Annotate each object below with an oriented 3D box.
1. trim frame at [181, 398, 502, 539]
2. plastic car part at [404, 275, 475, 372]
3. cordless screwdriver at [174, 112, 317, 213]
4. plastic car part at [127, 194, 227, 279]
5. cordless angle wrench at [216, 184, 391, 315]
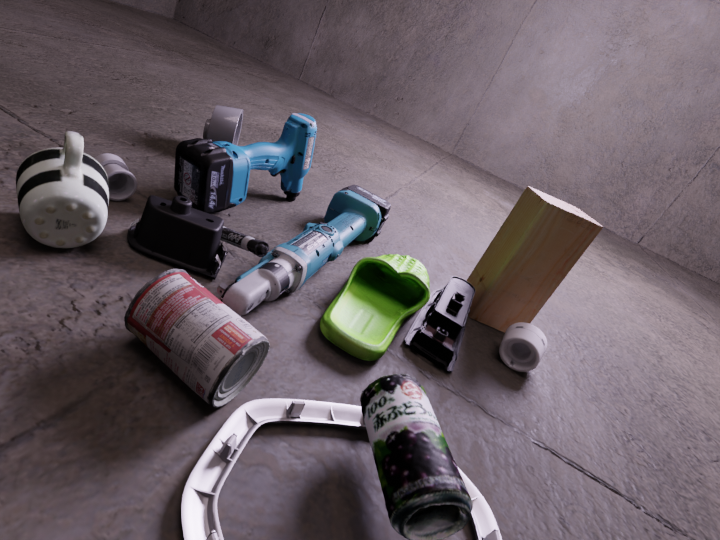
[{"bbox_3d":[0.000,0.168,0.302,0.239,0.027,0.192,15,28,-23],"label":"trim frame"},{"bbox_3d":[0.121,0.056,0.588,0.068,0.066,0.199,24,22,13],"label":"plastic car part"},{"bbox_3d":[-0.171,-0.154,0.680,0.078,0.156,0.242,34,42,22],"label":"cordless screwdriver"},{"bbox_3d":[-0.207,-0.049,0.490,0.114,0.070,0.068,23,24,-12],"label":"plastic car part"},{"bbox_3d":[-0.059,-0.039,0.604,0.100,0.074,0.417,29,28,8],"label":"cordless angle wrench"}]
